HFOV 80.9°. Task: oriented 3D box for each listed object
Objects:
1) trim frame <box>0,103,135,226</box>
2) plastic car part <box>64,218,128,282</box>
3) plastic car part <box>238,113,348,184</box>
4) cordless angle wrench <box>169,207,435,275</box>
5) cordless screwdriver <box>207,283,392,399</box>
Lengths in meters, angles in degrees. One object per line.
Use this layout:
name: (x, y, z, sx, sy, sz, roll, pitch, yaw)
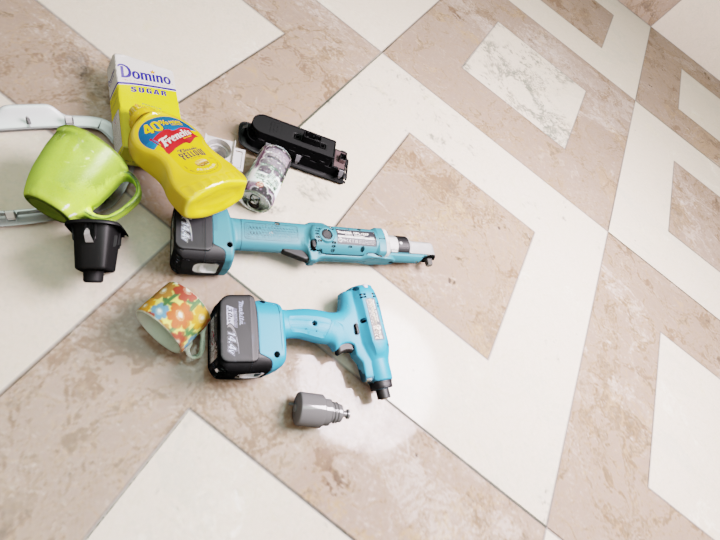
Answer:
trim frame: (-0.432, -0.146, 0.564, 0.240, 0.027, 0.190, -14, 69, -27)
plastic car part: (-0.315, -0.021, 0.502, 0.063, 0.121, 0.071, 1, 89, -26)
plastic car part: (-0.109, -0.212, 0.719, 0.198, 0.067, 0.067, 14, 67, -13)
cordless angle wrench: (-0.063, -0.041, 0.640, 0.407, 0.075, 0.101, 2, 63, -25)
cordless screwdriver: (-0.070, 0.103, 0.557, 0.239, 0.075, 0.164, -1, 65, -29)
